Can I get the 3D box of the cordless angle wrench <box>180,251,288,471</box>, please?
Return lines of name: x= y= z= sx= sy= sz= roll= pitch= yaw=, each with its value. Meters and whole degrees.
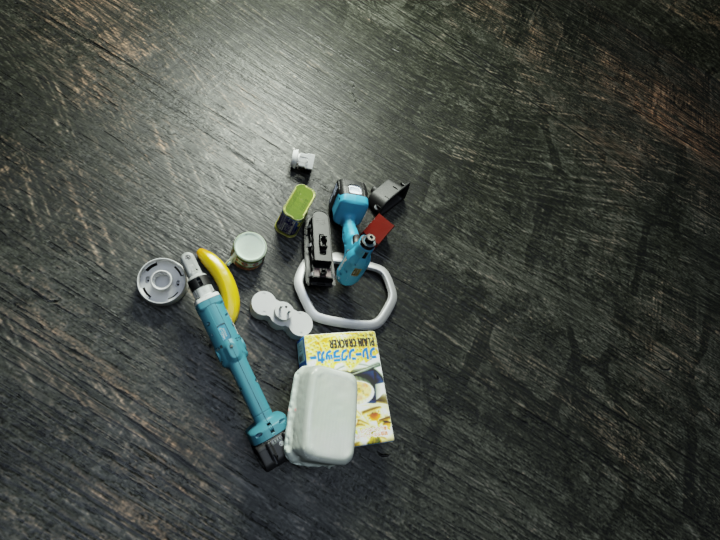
cordless angle wrench: x=-0.242 y=0.151 z=0.791 sx=0.072 sy=0.098 sz=0.431 roll=-24 pitch=78 yaw=-25

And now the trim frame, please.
trim frame: x=-0.032 y=0.042 z=0.967 sx=0.243 sy=0.027 sz=0.188 roll=7 pitch=64 yaw=-12

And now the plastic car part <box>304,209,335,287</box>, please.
plastic car part: x=-0.094 y=-0.061 z=0.960 sx=0.065 sy=0.065 sz=0.210 roll=0 pitch=50 yaw=-10

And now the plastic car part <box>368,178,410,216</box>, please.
plastic car part: x=0.063 y=-0.197 z=1.098 sx=0.114 sy=0.064 sz=0.074 roll=-37 pitch=67 yaw=-26

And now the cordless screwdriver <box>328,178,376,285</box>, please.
cordless screwdriver: x=-0.014 y=-0.107 z=0.953 sx=0.072 sy=0.158 sz=0.257 roll=8 pitch=53 yaw=-18
